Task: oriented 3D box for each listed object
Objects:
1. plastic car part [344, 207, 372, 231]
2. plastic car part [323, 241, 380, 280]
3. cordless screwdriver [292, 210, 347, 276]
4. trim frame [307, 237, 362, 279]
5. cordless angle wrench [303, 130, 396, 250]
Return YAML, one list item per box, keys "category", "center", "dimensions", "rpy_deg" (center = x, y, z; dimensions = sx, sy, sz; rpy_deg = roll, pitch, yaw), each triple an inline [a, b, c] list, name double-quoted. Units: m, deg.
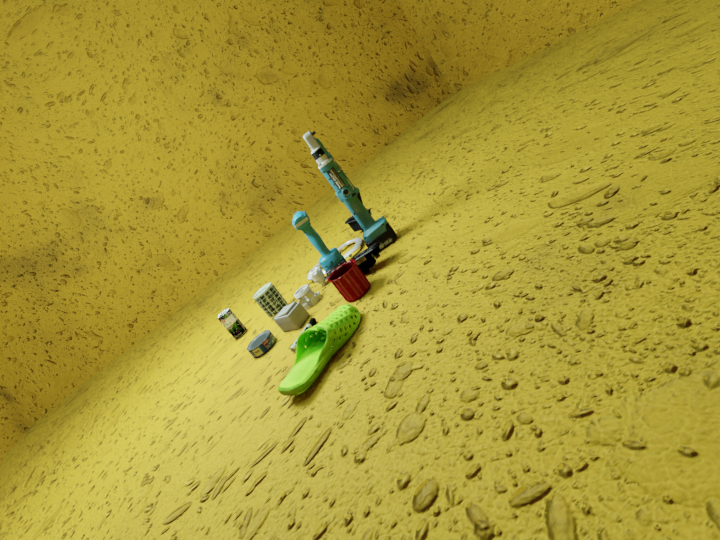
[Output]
- category: "plastic car part"
  center: [0.004, -0.182, 1.616]
  dimensions: [0.120, 0.069, 0.065]
  rpy_deg: [-18, 24, 48]
- category: "plastic car part"
  center: [-0.018, -0.010, 1.235]
  dimensions: [0.208, 0.065, 0.066]
  rpy_deg: [-27, 18, 29]
- category: "cordless screwdriver"
  center: [-0.132, -0.086, 1.351]
  dimensions: [0.074, 0.243, 0.163]
  rpy_deg: [-36, 14, 2]
- category: "trim frame"
  center: [-0.091, -0.042, 1.516]
  dimensions: [0.247, 0.027, 0.190]
  rpy_deg: [-40, 18, -10]
- category: "cordless angle wrench"
  center: [-0.043, -0.244, 1.296]
  dimensions: [0.098, 0.413, 0.075]
  rpy_deg: [-35, 12, 8]
